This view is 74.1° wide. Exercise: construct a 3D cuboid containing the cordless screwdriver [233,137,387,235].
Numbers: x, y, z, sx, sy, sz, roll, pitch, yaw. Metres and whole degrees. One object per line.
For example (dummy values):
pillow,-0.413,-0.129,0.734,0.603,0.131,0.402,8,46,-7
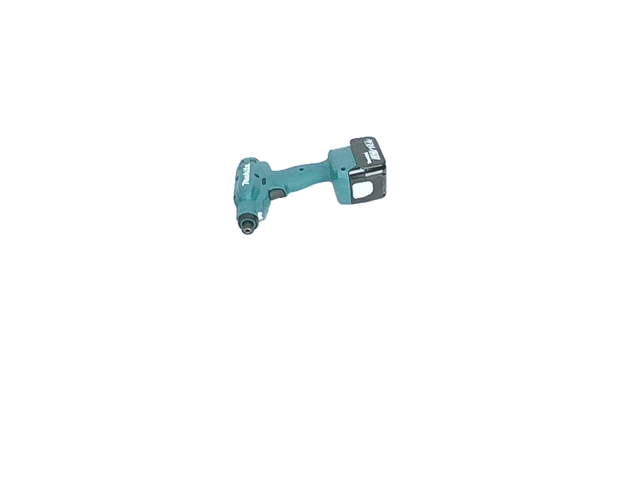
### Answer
cordless screwdriver,-0.017,-0.084,0.686,0.249,0.159,0.074,-8,-42,2
